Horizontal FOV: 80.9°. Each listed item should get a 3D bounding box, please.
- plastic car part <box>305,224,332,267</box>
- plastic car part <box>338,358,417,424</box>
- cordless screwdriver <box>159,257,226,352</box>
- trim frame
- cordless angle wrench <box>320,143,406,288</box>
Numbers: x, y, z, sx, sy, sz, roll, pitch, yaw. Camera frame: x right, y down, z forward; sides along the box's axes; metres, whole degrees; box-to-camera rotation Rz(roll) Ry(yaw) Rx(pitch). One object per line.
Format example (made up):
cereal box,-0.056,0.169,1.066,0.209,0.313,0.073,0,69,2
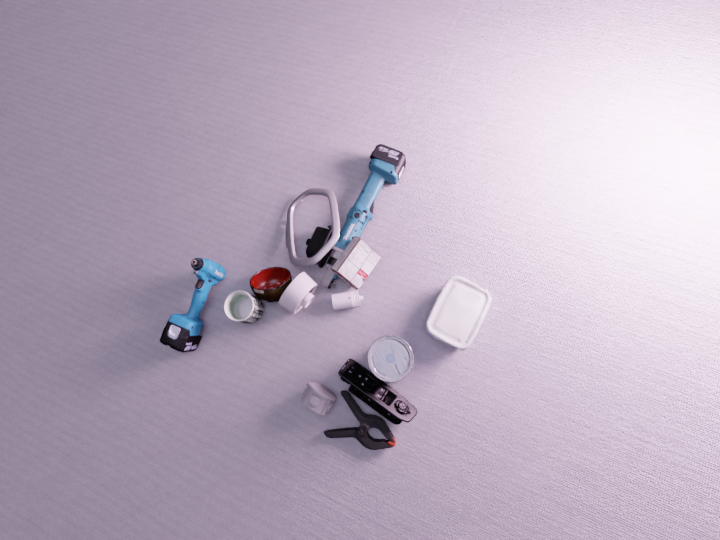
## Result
plastic car part,-0.114,-0.075,1.166,0.074,0.063,0.116,25,81,25
plastic car part,0.036,0.304,1.022,0.210,0.065,0.066,29,119,18
cordless screwdriver,-0.447,0.086,1.121,0.076,0.155,0.250,19,80,10
trim frame,-0.137,-0.124,1.162,0.189,0.026,0.257,-22,58,23
cordless angle wrench,-0.005,-0.144,1.163,0.101,0.072,0.423,25,81,13
